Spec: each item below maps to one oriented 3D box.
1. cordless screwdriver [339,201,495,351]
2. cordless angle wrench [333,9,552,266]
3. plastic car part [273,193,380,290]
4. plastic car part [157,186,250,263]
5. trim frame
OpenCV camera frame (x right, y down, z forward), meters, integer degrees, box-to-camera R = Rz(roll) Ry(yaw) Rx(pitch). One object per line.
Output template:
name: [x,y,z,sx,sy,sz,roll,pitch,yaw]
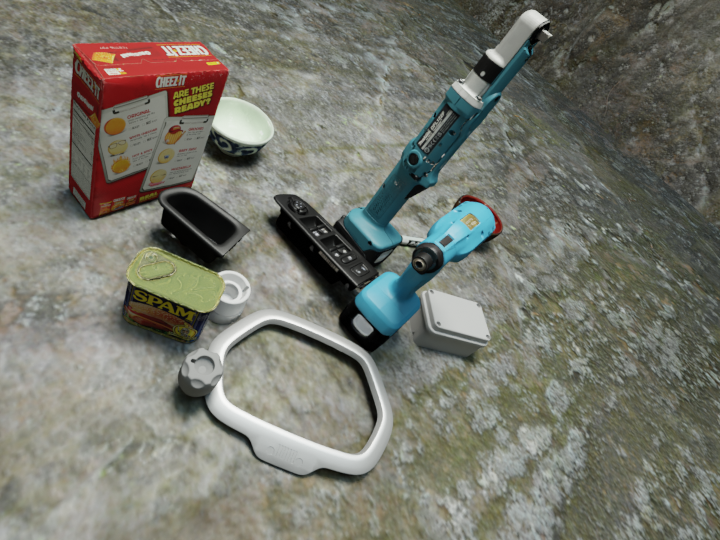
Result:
cordless screwdriver: [0.056,0.020,0.544,0.076,0.250,0.155,48,43,9]
cordless angle wrench: [0.090,-0.157,0.597,0.072,0.424,0.101,-18,67,-43]
plastic car part: [-0.065,-0.042,0.662,0.064,0.067,0.209,-26,69,-45]
plastic car part: [-0.222,-0.055,0.574,0.117,0.071,0.066,36,42,1]
trim frame: [-0.070,0.144,0.518,0.244,0.027,0.187,25,43,-10]
